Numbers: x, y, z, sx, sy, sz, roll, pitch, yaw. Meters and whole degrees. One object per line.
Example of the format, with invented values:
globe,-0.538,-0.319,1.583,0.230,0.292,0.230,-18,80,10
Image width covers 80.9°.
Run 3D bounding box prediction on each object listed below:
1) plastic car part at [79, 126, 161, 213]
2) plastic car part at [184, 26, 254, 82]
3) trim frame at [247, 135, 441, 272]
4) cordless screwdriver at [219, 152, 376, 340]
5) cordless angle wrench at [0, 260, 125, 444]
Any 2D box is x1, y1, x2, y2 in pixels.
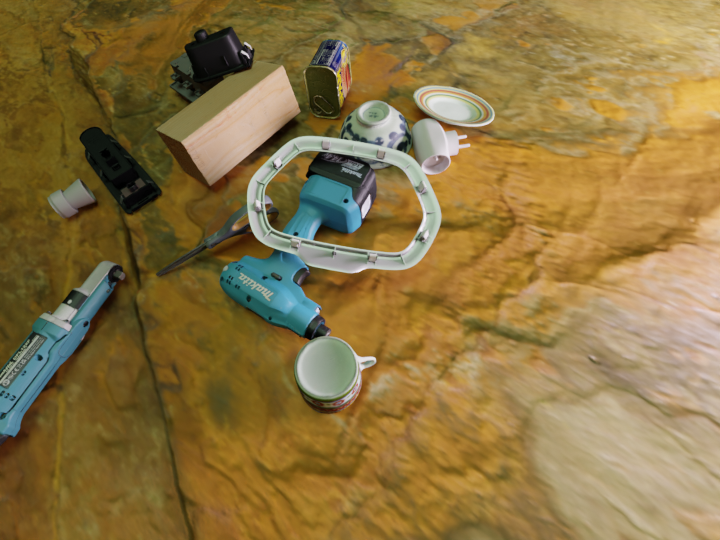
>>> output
plastic car part,-0.421,-0.181,0.714,0.066,0.064,0.213,-43,60,-10
plastic car part,-0.244,-0.364,0.702,0.118,0.067,0.068,-10,47,10
trim frame,-0.022,-0.086,0.536,0.250,0.027,0.186,11,73,2
cordless screwdriver,-0.055,-0.036,0.566,0.165,0.072,0.248,28,70,19
cordless angle wrench,-0.428,0.162,0.505,0.101,0.072,0.426,15,61,15
